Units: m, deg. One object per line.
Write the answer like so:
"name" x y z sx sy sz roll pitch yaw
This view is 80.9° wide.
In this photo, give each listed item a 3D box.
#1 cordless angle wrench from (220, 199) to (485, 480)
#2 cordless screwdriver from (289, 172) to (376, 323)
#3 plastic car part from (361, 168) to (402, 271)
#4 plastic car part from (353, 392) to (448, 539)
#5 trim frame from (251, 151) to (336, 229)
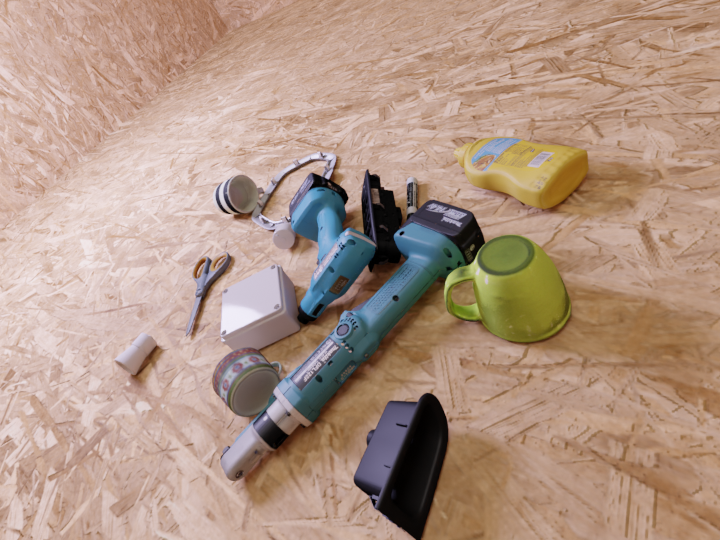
"cordless angle wrench" -0.010 0.085 0.524 0.421 0.070 0.104 -46 41 -11
"cordless screwdriver" -0.066 -0.043 0.674 0.159 0.071 0.260 -54 31 22
"plastic car part" 0.032 -0.075 0.664 0.066 0.065 0.208 11 43 -8
"plastic car part" 0.034 0.178 0.411 0.074 0.063 0.117 -14 38 43
"trim frame" -0.141 -0.179 0.911 0.192 0.026 0.250 -3 47 31
